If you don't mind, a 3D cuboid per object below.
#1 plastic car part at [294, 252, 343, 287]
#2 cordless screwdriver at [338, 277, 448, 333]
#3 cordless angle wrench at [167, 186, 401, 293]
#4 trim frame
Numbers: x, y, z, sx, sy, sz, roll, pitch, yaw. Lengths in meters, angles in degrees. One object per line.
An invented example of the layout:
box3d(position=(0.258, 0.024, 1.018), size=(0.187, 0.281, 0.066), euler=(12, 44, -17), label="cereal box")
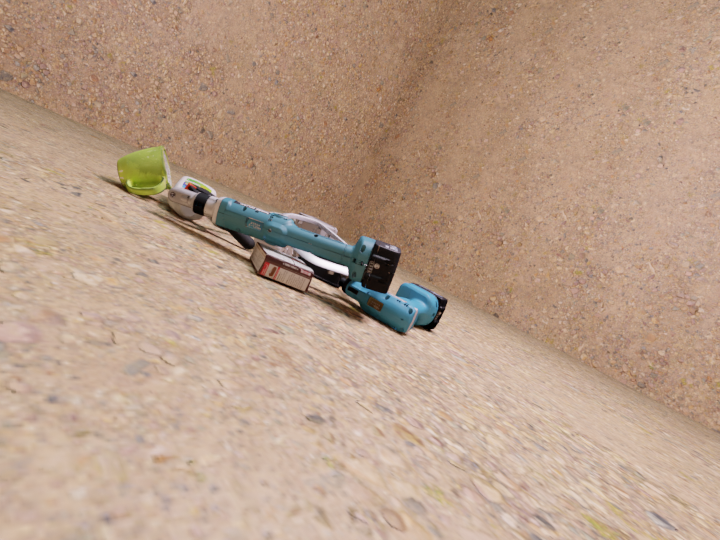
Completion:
box3d(position=(-0.085, -0.019, 0.907), size=(0.117, 0.071, 0.066), euler=(23, 6, 0), label="plastic car part")
box3d(position=(0.071, 0.061, 0.854), size=(0.167, 0.074, 0.237), euler=(28, 10, 28), label="cordless screwdriver")
box3d(position=(-0.144, -0.070, 0.734), size=(0.429, 0.074, 0.097), euler=(19, 9, 7), label="cordless angle wrench")
box3d(position=(-0.084, -0.055, 0.862), size=(0.175, 0.027, 0.263), euler=(0, 31, -45), label="trim frame")
